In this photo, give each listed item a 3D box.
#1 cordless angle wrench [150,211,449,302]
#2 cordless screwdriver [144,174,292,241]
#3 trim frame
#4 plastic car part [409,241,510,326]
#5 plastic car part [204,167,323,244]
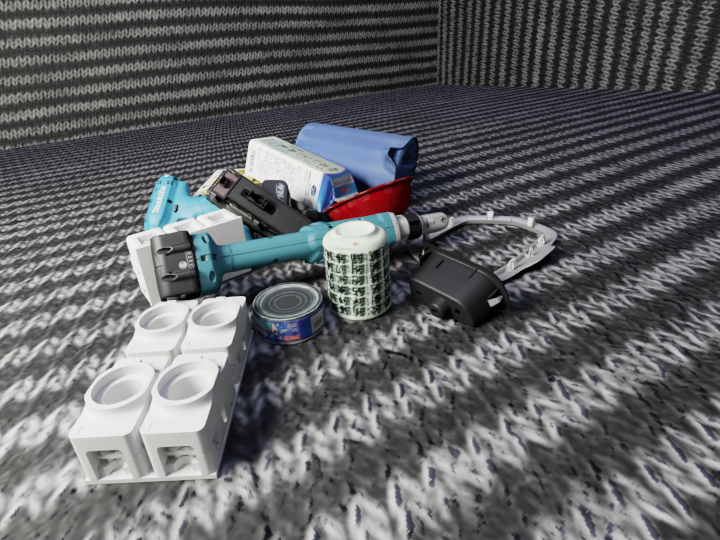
[{"bbox_3d":[-0.056,-0.037,0.577,0.411,0.075,0.099,-12,-6,-21],"label":"cordless angle wrench"},{"bbox_3d":[-0.243,-0.082,0.719,0.250,0.072,0.163,2,65,4],"label":"cordless screwdriver"},{"bbox_3d":[0.187,-0.044,0.641,0.195,0.027,0.241,22,37,40],"label":"trim frame"},{"bbox_3d":[0.104,0.025,0.501,0.070,0.063,0.123,-36,41,-23],"label":"plastic car part"},{"bbox_3d":[-0.139,-0.091,0.647,0.203,0.067,0.066,35,68,0],"label":"plastic car part"}]
